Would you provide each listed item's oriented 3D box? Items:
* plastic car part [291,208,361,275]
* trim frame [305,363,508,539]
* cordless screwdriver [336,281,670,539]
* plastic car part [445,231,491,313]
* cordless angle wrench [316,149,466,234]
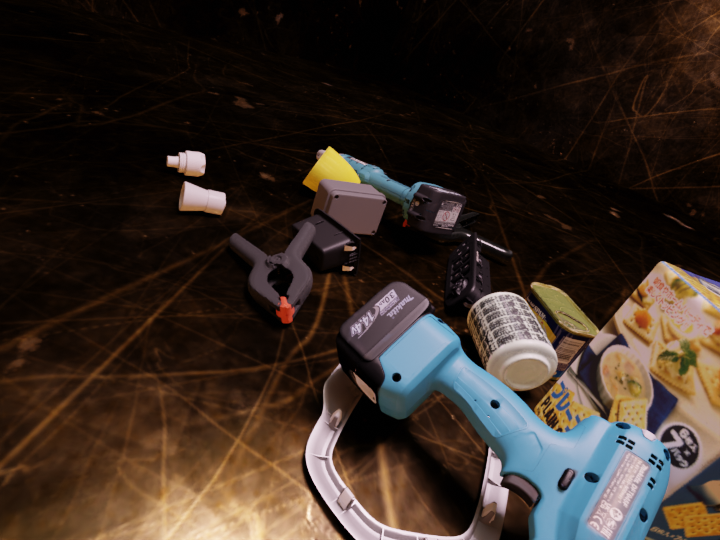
[{"bbox_3d":[-0.061,-0.040,0.627,0.069,0.064,0.123,-23,45,-32],"label":"plastic car part"},{"bbox_3d":[0.052,0.149,0.400,0.190,0.027,0.244,27,32,16],"label":"trim frame"},{"bbox_3d":[0.081,0.128,0.340,0.262,0.071,0.157,33,65,30],"label":"cordless screwdriver"},{"bbox_3d":[0.173,0.012,0.673,0.067,0.067,0.201,47,29,-6],"label":"plastic car part"},{"bbox_3d":[0.023,-0.188,0.871,0.093,0.074,0.448,3,23,-38],"label":"cordless angle wrench"}]
